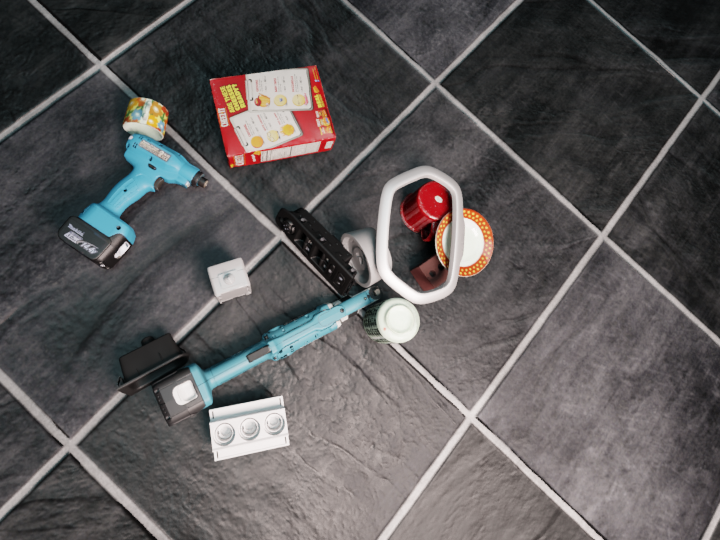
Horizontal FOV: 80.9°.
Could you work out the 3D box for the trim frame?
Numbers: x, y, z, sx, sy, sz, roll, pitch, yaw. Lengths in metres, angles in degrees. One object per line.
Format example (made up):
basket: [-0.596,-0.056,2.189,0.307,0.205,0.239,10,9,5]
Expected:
trim frame: [0.112,-0.065,0.754,0.179,0.028,0.250,5,83,-17]

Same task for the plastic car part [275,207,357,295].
plastic car part: [-0.077,-0.050,0.787,0.209,0.065,0.066,42,60,14]

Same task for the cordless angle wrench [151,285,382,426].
cordless angle wrench: [-0.143,0.127,0.745,0.415,0.099,0.075,-26,86,-18]

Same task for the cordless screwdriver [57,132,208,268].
cordless screwdriver: [-0.402,-0.117,0.763,0.158,0.074,0.249,28,71,-3]

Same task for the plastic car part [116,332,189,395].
plastic car part: [-0.358,0.150,0.720,0.115,0.065,0.073,-32,73,-18]
